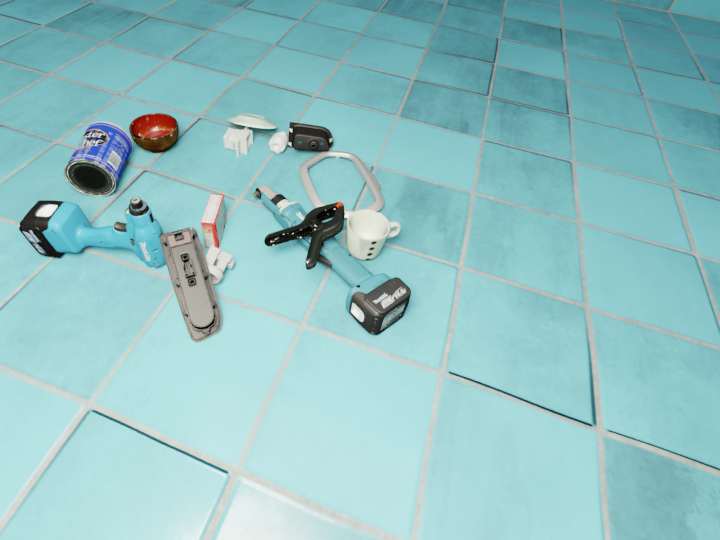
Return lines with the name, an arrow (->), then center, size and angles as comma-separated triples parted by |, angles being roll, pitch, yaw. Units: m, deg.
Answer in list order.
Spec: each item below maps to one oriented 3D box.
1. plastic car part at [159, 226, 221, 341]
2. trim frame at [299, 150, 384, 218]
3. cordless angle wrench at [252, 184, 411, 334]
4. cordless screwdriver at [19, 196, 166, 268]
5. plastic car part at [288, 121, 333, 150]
plastic car part -> -0.287, 0.018, 0.727 | 0.064, 0.068, 0.206 | -15, 80, -26
trim frame -> -0.044, -0.207, 1.001 | 0.180, 0.027, 0.260 | -14, 51, -15
cordless angle wrench -> -0.082, -0.054, 0.843 | 0.096, 0.072, 0.444 | -29, 56, -28
cordless screwdriver -> -0.483, -0.082, 0.771 | 0.250, 0.155, 0.076 | 8, 50, 2
plastic car part -> -0.125, -0.326, 1.059 | 0.116, 0.064, 0.073 | 6, 34, -3
